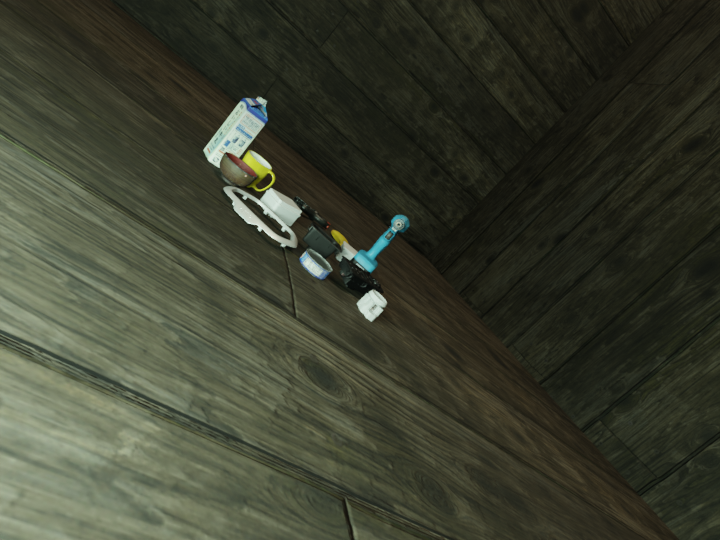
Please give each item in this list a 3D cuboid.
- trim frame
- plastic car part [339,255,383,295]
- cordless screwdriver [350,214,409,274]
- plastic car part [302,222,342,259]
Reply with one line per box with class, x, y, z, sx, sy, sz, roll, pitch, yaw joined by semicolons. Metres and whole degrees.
trim frame;-0.256;-0.139;1.092;0.256;0.027;0.178;44;12;14
plastic car part;0.000;0.031;1.190;0.191;0.067;0.070;28;18;-48
cordless screwdriver;0.049;-0.064;1.250;0.075;0.249;0.157;43;12;2
plastic car part;-0.118;-0.077;1.203;0.113;0.071;0.068;38;12;-17
